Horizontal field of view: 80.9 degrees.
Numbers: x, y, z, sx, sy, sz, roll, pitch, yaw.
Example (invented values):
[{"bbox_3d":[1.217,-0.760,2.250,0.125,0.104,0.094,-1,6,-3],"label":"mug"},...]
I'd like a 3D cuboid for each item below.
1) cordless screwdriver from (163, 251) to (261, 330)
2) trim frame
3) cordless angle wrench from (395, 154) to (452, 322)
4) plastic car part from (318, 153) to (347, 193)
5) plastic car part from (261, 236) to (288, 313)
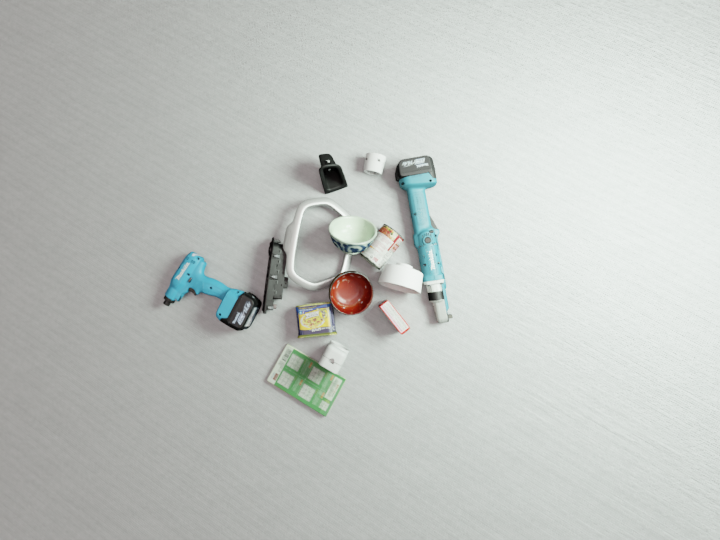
[{"bbox_3d":[-0.397,0.077,1.118,0.255,0.072,0.159,32,88,12],"label":"cordless screwdriver"},{"bbox_3d":[-0.108,-0.071,1.109,0.181,0.028,0.249,10,86,-9],"label":"trim frame"},{"bbox_3d":[0.170,-0.077,1.081,0.099,0.073,0.426,-10,85,3],"label":"cordless angle wrench"},{"bbox_3d":[-0.082,-0.266,1.114,0.066,0.112,0.074,-19,61,0],"label":"plastic car part"},{"bbox_3d":[-0.223,0.011,1.112,0.066,0.066,0.204,2,83,-6],"label":"plastic car part"}]
